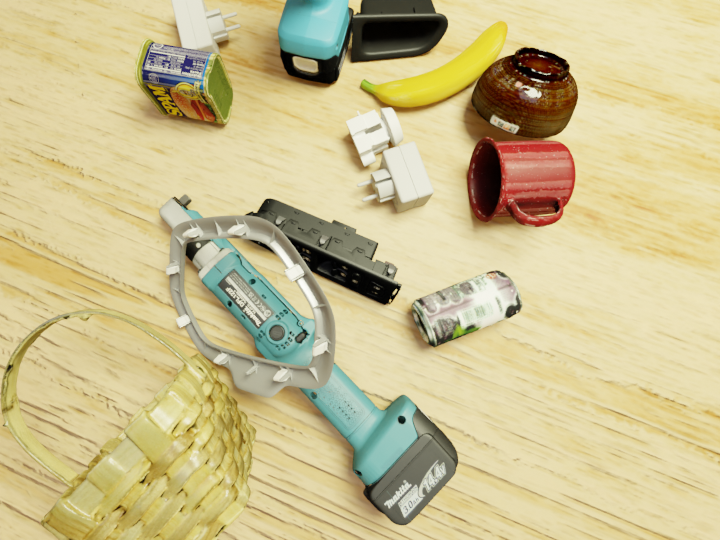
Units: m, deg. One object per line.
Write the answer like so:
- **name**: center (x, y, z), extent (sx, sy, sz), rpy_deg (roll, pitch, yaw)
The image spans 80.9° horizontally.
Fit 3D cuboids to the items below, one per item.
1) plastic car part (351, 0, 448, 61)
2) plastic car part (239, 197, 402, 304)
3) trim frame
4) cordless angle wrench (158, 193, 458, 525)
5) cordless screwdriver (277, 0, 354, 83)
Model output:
- **plastic car part**: center (0.043, -0.316, 0.534), extent (0.116, 0.064, 0.073), rpy_deg (-6, 67, -2)
- **plastic car part**: center (-0.047, -0.031, 0.485), extent (0.206, 0.065, 0.067), rpy_deg (20, 73, 6)
- **trim frame**: center (-0.124, 0.036, 0.418), extent (0.260, 0.027, 0.180), rpy_deg (1, 108, 37)
- **cordless angle wrench**: center (-0.085, 0.069, 0.468), extent (0.098, 0.073, 0.433), rpy_deg (-45, 78, -5)
- **cordless screwdriver**: center (-0.055, -0.286, 0.435), extent (0.075, 0.245, 0.160), rpy_deg (15, 78, 0)
